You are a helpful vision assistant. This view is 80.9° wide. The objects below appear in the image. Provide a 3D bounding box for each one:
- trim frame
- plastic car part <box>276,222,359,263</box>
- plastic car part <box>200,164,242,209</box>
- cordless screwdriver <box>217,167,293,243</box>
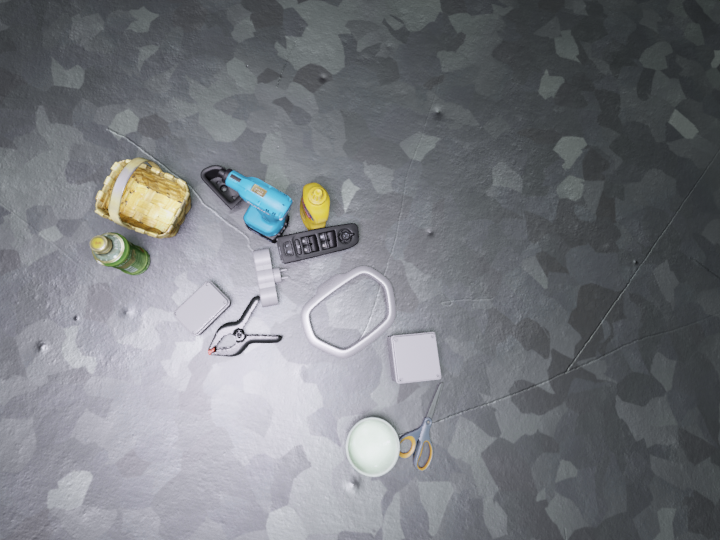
[{"bbox_3d":[-0.026,0.097,1.025,0.246,0.027,0.186,-36,84,-11],"label":"trim frame"},{"bbox_3d":[-0.101,-0.066,1.032,0.201,0.067,0.067,-14,82,-8],"label":"plastic car part"},{"bbox_3d":[-0.332,-0.203,1.037,0.117,0.071,0.066,43,77,2],"label":"plastic car part"},{"bbox_3d":[-0.232,-0.145,0.943,0.159,0.249,0.074,31,78,-3],"label":"cordless screwdriver"}]
